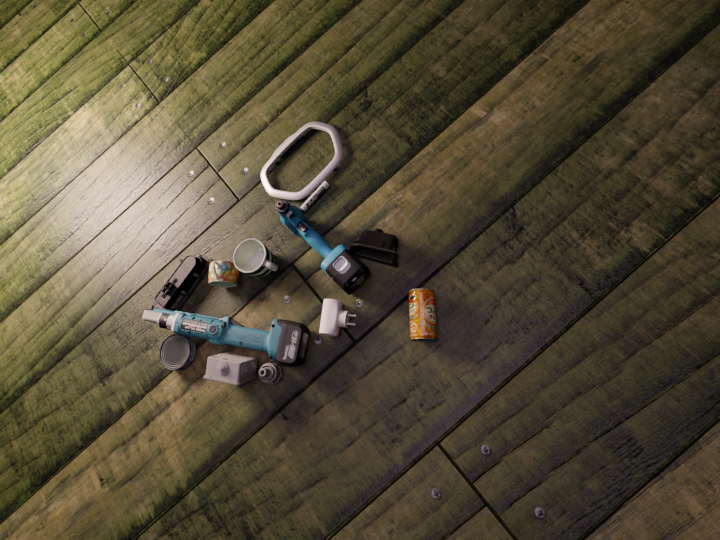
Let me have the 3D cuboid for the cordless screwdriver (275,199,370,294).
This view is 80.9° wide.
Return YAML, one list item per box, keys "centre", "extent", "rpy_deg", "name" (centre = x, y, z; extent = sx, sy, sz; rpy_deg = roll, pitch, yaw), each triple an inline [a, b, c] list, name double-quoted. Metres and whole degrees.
- centre: [-0.093, -0.061, 0.952]
  extent: [0.074, 0.153, 0.259]
  rpy_deg: [-45, 68, -2]
  name: "cordless screwdriver"

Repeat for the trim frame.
- centre: [-0.155, -0.290, 1.118]
  extent: [0.248, 0.026, 0.192]
  rpy_deg: [-47, 67, 0]
  name: "trim frame"

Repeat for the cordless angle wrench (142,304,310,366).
- centre: [-0.331, 0.140, 0.990]
  extent: [0.435, 0.071, 0.099]
  rpy_deg: [7, 75, 16]
  name: "cordless angle wrench"

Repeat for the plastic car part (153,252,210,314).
- centre: [-0.470, 0.036, 1.089]
  extent: [0.070, 0.064, 0.203]
  rpy_deg: [32, 81, 28]
  name: "plastic car part"

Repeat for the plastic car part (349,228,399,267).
- centre: [0.039, -0.062, 0.968]
  extent: [0.121, 0.063, 0.071]
  rpy_deg: [18, 63, 24]
  name: "plastic car part"
